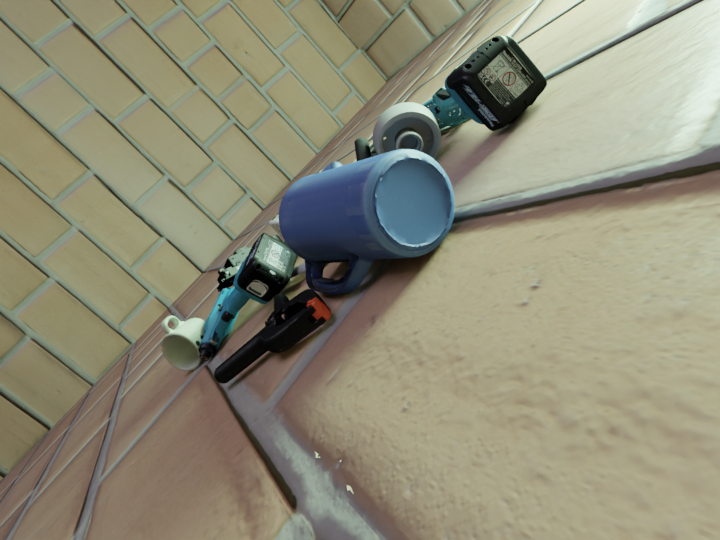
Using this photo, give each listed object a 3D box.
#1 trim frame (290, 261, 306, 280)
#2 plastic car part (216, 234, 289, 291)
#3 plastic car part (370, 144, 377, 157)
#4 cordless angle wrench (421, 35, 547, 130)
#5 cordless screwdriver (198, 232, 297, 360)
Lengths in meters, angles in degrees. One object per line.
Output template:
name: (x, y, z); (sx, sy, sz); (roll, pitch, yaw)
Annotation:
trim frame: (-0.077, -0.050, 0.784); (0.255, 0.027, 0.184); (-23, 29, 53)
plastic car part: (-0.236, -0.026, 0.940); (0.197, 0.069, 0.066); (-28, -19, -36)
plastic car part: (0.059, -0.229, 0.843); (0.074, 0.063, 0.116); (-9, 33, 40)
cordless angle wrench: (0.145, -0.270, 0.706); (0.074, 0.096, 0.431); (-44, 14, 3)
cordless screwdriver: (-0.216, 0.054, 0.765); (0.252, 0.072, 0.162); (-41, 26, 38)
